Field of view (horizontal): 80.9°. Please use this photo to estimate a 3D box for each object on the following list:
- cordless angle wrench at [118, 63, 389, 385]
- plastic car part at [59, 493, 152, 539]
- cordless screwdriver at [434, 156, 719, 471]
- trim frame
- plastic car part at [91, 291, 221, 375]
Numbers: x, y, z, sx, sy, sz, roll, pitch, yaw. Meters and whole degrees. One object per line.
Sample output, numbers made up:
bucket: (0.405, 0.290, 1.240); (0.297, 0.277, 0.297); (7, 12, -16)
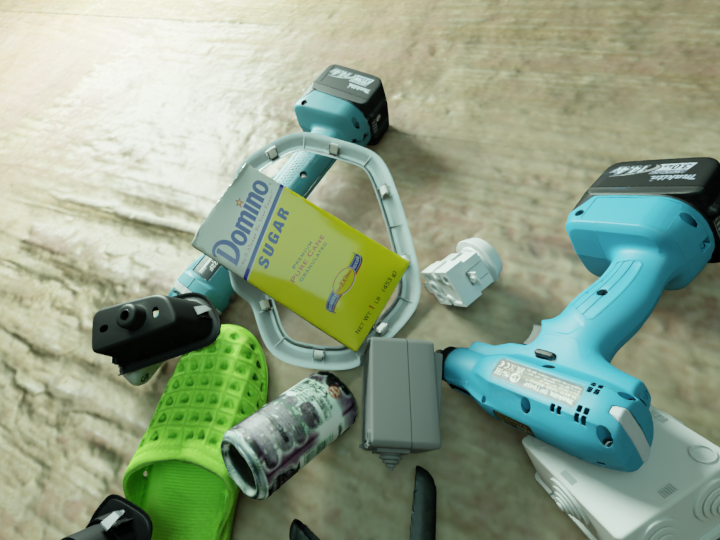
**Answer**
cordless angle wrench: (-0.116, -0.055, 0.478); (0.102, 0.071, 0.422); (29, 75, 25)
plastic car part: (-0.221, 0.267, 0.307); (0.070, 0.063, 0.203); (21, 84, 31)
cordless screwdriver: (0.175, 0.017, 0.343); (0.247, 0.071, 0.167); (-49, 28, -19)
trim frame: (-0.041, -0.027, 0.423); (0.184, 0.027, 0.252); (-13, 80, -1)
plastic car part: (-0.198, 0.050, 0.390); (0.119, 0.068, 0.068); (-18, 69, 15)
